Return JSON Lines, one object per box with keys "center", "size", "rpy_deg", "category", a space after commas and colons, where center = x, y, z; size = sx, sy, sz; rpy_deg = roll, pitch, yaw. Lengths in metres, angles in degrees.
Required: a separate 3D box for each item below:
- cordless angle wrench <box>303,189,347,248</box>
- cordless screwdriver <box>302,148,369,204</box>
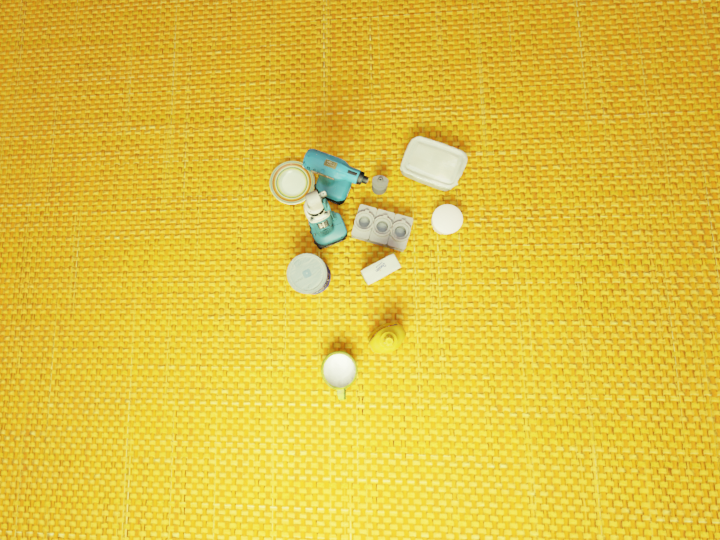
{"center": [-0.090, -0.121, 0.994], "size": [0.098, 0.418, 0.075], "rpy_deg": [-22, 86, -1], "category": "cordless angle wrench"}
{"center": [-0.056, -0.231, 1.093], "size": [0.161, 0.245, 0.074], "rpy_deg": [22, 86, 4], "category": "cordless screwdriver"}
